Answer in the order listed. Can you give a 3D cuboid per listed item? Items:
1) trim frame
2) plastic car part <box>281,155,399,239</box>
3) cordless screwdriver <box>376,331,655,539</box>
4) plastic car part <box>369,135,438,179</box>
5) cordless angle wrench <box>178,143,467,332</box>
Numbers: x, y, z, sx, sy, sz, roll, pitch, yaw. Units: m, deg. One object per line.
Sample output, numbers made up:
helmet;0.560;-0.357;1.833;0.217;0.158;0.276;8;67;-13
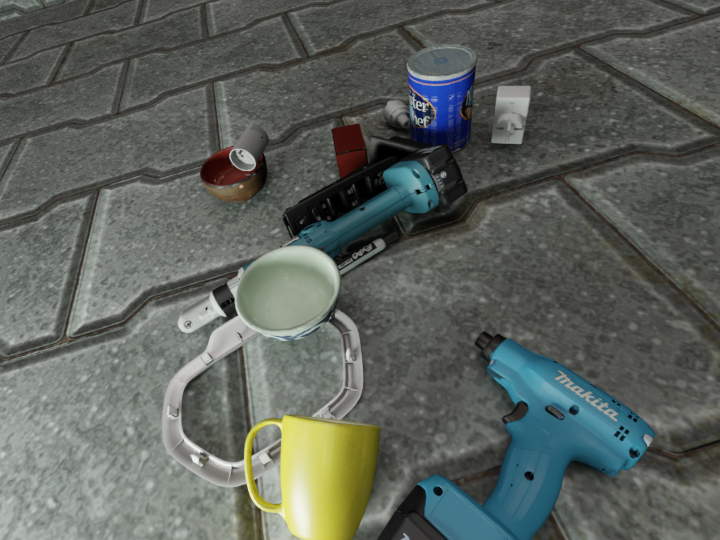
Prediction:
trim frame;-0.112;0.123;0.485;0.246;0.026;0.195;-33;50;-12
plastic car part;-0.027;-0.110;0.645;0.201;0.064;0.070;-29;24;-10
cordless screwdriver;0.110;0.167;0.366;0.245;0.071;0.168;-37;52;-23
plastic car part;0.080;-0.185;0.684;0.121;0.064;0.070;18;42;22
cordless angle wrench;-0.056;-0.037;0.573;0.420;0.072;0.101;-32;17;-8
